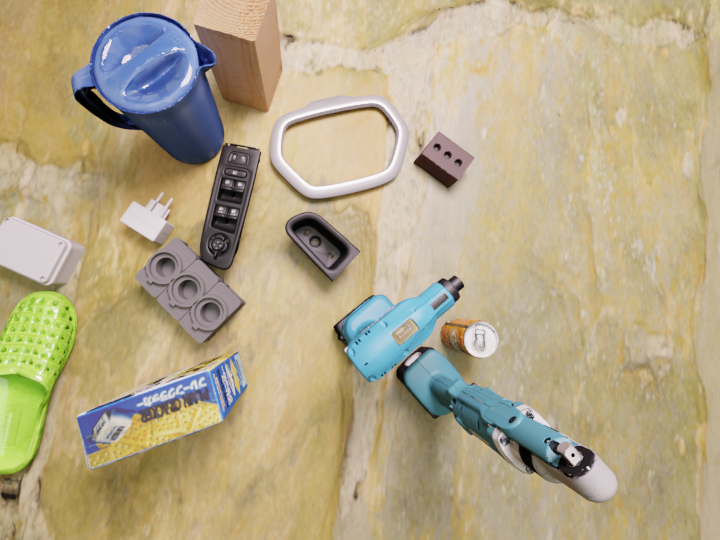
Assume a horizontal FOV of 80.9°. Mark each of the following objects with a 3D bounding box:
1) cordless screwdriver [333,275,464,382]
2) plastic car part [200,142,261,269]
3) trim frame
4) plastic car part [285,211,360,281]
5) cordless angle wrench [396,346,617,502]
[{"bbox_3d":[0.043,0.069,0.589,0.158,0.249,0.075,-39,91,-8],"label":"cordless screwdriver"},{"bbox_3d":[-0.214,-0.102,0.696,0.066,0.067,0.204,12,82,-3],"label":"plastic car part"},{"bbox_3d":[-0.035,-0.222,0.739,0.247,0.027,0.186,-15,83,-4],"label":"trim frame"},{"bbox_3d":[-0.068,-0.044,0.691,0.117,0.071,0.066,44,82,3],"label":"plastic car part"},{"bbox_3d":[0.136,0.161,0.491,0.074,0.423,0.098,-41,91,-9],"label":"cordless angle wrench"}]
